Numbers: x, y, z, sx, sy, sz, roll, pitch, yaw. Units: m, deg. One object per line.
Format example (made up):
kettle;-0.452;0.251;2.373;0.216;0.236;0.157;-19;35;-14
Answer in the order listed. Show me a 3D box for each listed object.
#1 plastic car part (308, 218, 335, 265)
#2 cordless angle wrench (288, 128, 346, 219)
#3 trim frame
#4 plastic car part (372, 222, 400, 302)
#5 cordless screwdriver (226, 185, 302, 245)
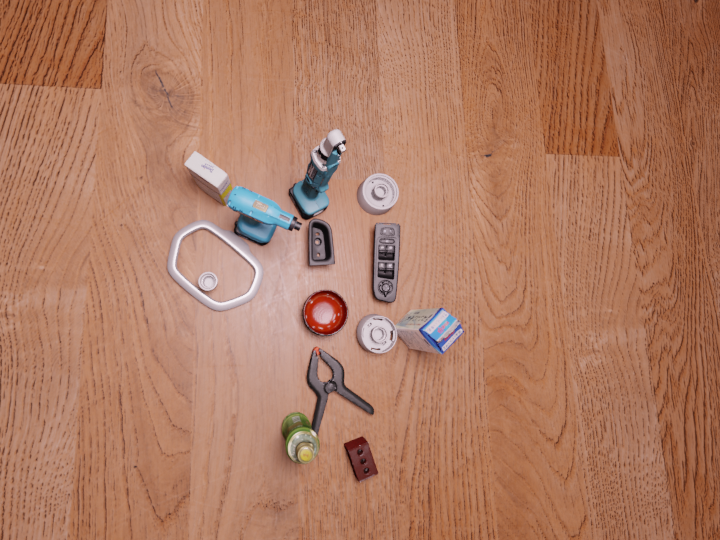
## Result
plastic car part;-0.105;-0.069;1.074;0.065;0.071;0.118;-2;82;-12
cordless angle wrench;-0.091;-0.207;0.919;0.073;0.427;0.098;-29;91;-15
trim frame;-0.359;-0.014;1.048;0.248;0.027;0.184;38;77;-1
plastic car part;0.061;-0.019;1.092;0.065;0.067;0.205;4;80;-11
cordless screwdriver;-0.220;-0.112;0.973;0.157;0.251;0.074;25;79;-8
